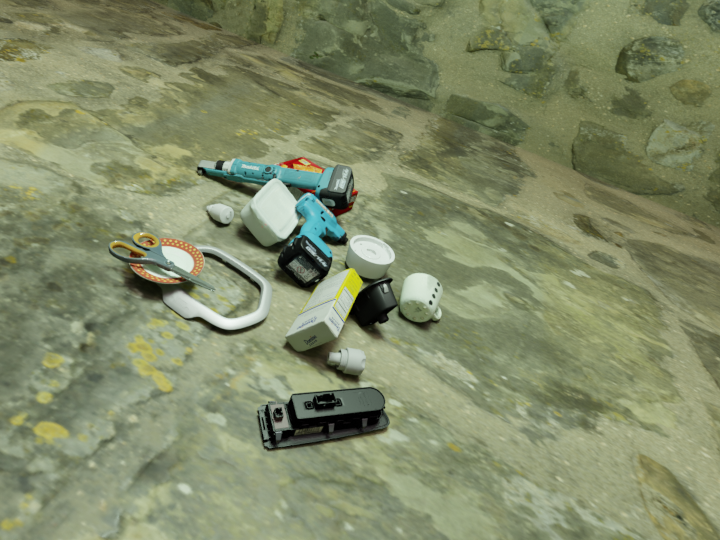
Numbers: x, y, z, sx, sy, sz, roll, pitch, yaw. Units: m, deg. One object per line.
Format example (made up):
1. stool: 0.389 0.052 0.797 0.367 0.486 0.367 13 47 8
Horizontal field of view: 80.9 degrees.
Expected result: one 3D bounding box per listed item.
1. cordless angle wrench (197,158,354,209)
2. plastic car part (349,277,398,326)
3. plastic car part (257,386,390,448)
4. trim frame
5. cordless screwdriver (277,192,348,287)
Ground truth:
1. cordless angle wrench: -0.230 -0.242 1.089 0.434 0.071 0.099 12 66 14
2. plastic car part: 0.027 0.070 0.817 0.063 0.118 0.073 -7 67 -39
3. plastic car part: -0.045 0.206 0.626 0.195 0.066 0.070 5 30 -26
4. trim frame: -0.279 0.025 0.793 0.256 0.027 0.181 31 34 14
5. cordless screwdriver: -0.093 -0.061 0.950 0.153 0.075 0.254 42 29 -23
